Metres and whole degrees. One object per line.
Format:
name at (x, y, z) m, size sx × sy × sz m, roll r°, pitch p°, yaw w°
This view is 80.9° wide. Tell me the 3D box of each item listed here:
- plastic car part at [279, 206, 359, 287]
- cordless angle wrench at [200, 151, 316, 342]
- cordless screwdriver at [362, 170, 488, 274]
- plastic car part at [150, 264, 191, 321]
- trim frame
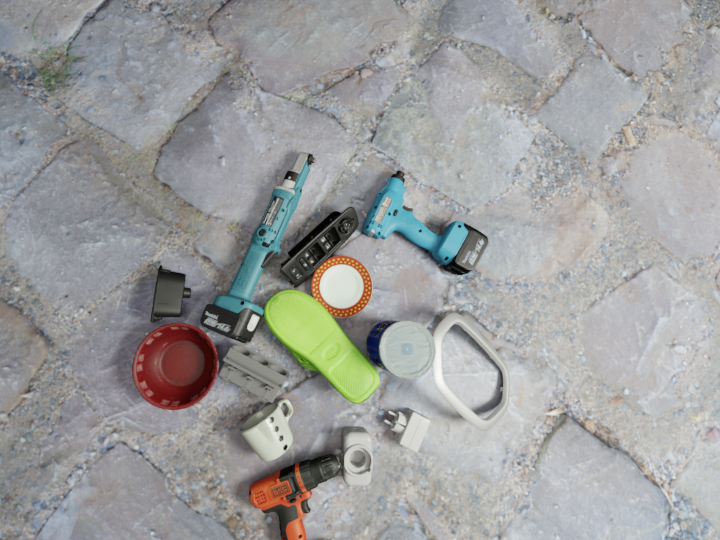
plastic car part at (-0.087, -0.057, 0.888) m, size 0.202 × 0.070 × 0.063 m, roll -41°, pitch 123°, yaw -7°
cordless angle wrench at (-0.192, -0.066, 0.875) m, size 0.102 × 0.071 × 0.425 m, roll 15°, pitch 74°, yaw 21°
cordless screwdriver at (0.145, -0.102, 0.906) m, size 0.251 × 0.073 × 0.159 m, roll 26°, pitch 79°, yaw 5°
plastic car part at (-0.382, 0.050, 0.856) m, size 0.069 × 0.067 × 0.118 m, roll 11°, pitch 76°, yaw -20°
trim frame at (0.219, 0.196, 0.831) m, size 0.241 × 0.028 × 0.184 m, roll 43°, pitch 57°, yaw -17°
